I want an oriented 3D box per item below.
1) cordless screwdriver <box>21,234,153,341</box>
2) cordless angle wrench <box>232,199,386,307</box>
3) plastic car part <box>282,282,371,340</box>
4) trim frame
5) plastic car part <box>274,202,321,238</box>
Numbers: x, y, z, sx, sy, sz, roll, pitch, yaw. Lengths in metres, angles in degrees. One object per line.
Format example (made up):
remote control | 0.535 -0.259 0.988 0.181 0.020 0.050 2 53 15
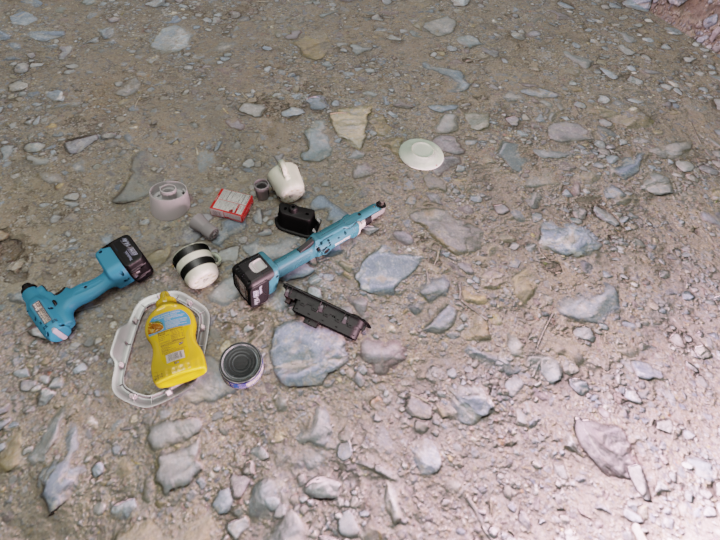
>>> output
cordless screwdriver | -0.592 0.019 0.912 0.166 0.072 0.246 38 66 21
cordless angle wrench | -0.096 -0.063 0.984 0.414 0.096 0.077 -33 65 -27
plastic car part | -0.077 0.092 0.887 0.207 0.064 0.067 20 66 11
trim frame | -0.405 0.148 0.856 0.184 0.027 0.255 1 57 -1
plastic car part | -0.157 -0.131 1.032 0.118 0.069 0.067 17 55 4
